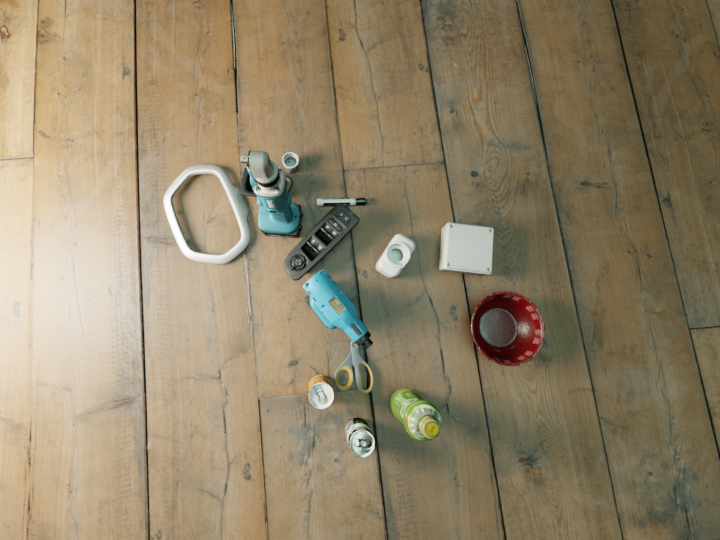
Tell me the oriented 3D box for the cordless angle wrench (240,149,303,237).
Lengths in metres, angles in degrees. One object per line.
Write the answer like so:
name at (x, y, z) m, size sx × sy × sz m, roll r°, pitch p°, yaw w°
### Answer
cordless angle wrench at (-0.164, -0.137, 0.802) m, size 0.097 × 0.421 × 0.075 m, roll 4°, pitch 83°, yaw -5°

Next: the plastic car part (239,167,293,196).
plastic car part at (-0.215, -0.192, 0.988) m, size 0.117 × 0.070 × 0.066 m, roll 10°, pitch 82°, yaw 0°

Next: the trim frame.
trim frame at (-0.358, -0.133, 0.998) m, size 0.183 × 0.027 × 0.252 m, roll -24°, pitch 81°, yaw -4°

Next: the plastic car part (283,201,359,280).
plastic car part at (-0.095, -0.062, 0.968) m, size 0.067 × 0.067 × 0.202 m, roll 44°, pitch 83°, yaw 3°

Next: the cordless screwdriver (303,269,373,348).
cordless screwdriver at (-0.046, 0.084, 0.853) m, size 0.074 × 0.248 × 0.161 m, roll -39°, pitch 87°, yaw -8°
